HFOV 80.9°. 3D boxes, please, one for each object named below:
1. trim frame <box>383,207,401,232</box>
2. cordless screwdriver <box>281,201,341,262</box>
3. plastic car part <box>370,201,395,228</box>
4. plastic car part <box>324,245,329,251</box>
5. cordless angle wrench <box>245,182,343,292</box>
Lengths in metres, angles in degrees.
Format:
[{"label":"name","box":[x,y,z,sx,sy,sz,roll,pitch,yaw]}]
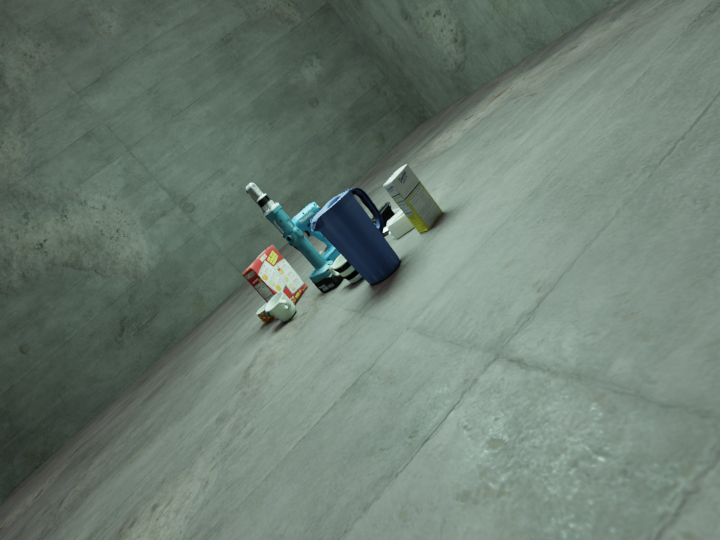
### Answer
[{"label":"trim frame","box":[0.092,-0.174,1.527,0.182,0.027,0.256,-47,16,-24]},{"label":"cordless screwdriver","box":[-0.141,-0.092,1.443,0.159,0.244,0.075,-40,9,1]},{"label":"plastic car part","box":[0.085,-0.182,1.487,0.115,0.069,0.068,-47,13,-25]},{"label":"plastic car part","box":[-0.057,-0.095,1.593,0.066,0.066,0.209,-48,16,-31]},{"label":"cordless angle wrench","box":[-0.216,-0.113,1.352,0.100,0.416,0.074,-32,13,42]}]
